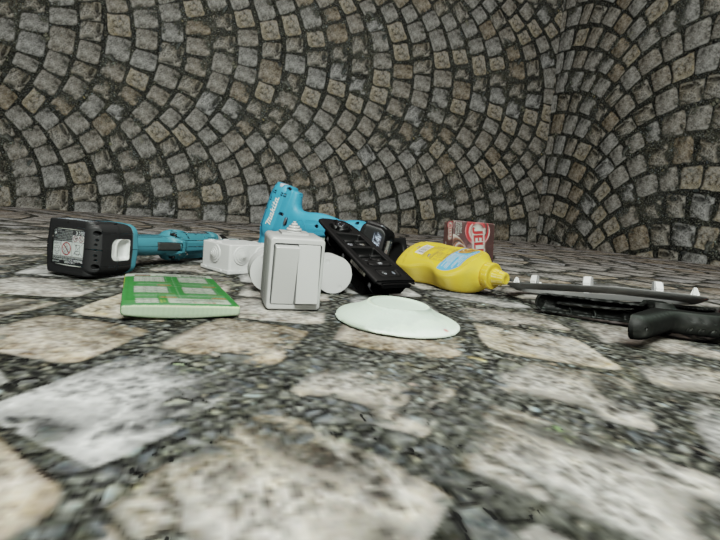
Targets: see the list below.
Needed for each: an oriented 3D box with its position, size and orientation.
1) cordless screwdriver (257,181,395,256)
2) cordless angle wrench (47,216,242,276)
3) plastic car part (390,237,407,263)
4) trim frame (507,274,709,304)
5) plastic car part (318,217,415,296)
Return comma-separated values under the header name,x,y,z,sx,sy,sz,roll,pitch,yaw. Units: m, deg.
name,x,y,z,sx,sy,sz,roll,pitch,yaw
cordless screwdriver,-0.075,-0.049,0.766,0.258,0.158,0.072,24,8,20
cordless angle wrench,-0.328,-0.045,0.746,0.101,0.074,0.412,7,5,14
plastic car part,0.043,-0.036,0.956,0.112,0.066,0.073,-4,-5,-33
trim frame,0.332,0.027,0.602,0.176,0.028,0.258,10,-6,-29
plastic car part,-0.005,-0.018,0.634,0.064,0.066,0.214,-7,36,-27
